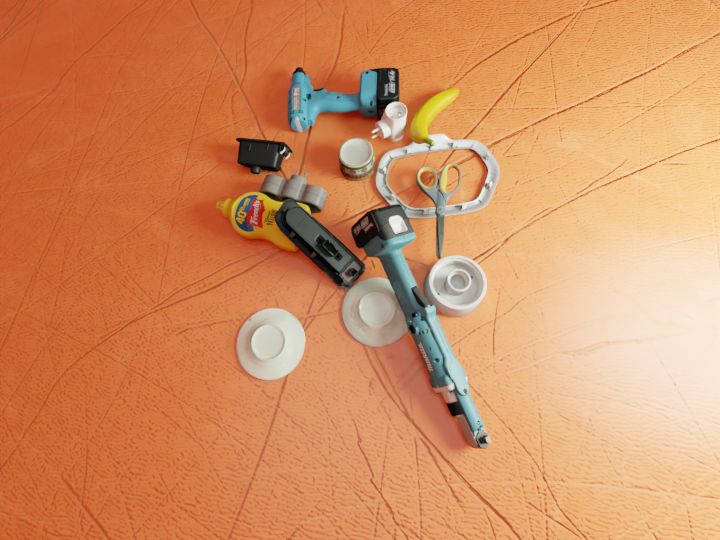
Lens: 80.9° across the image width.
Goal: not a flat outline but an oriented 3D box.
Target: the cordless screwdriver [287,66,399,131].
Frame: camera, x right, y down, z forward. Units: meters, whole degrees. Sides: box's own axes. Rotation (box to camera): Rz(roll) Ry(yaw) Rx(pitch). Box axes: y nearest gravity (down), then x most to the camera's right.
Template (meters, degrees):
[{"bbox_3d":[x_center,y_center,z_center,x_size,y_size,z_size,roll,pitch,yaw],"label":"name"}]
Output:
[{"bbox_3d":[-0.040,-0.398,0.936,0.252,0.072,0.162,-4,70,9],"label":"cordless screwdriver"}]

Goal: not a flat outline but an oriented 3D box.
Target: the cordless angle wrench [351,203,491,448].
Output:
[{"bbox_3d":[0.108,0.091,0.727,0.072,0.099,0.432,-15,74,-31],"label":"cordless angle wrench"}]

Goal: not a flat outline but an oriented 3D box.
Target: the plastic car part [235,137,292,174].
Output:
[{"bbox_3d":[-0.214,-0.242,0.910,0.119,0.064,0.071,7,86,11],"label":"plastic car part"}]

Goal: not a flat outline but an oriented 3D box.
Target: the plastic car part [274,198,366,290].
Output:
[{"bbox_3d":[-0.077,-0.050,0.782,0.202,0.067,0.066,43,85,-3],"label":"plastic car part"}]

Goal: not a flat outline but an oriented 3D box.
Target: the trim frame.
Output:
[{"bbox_3d":[0.156,-0.195,0.862,0.251,0.026,0.189,-7,68,6],"label":"trim frame"}]
